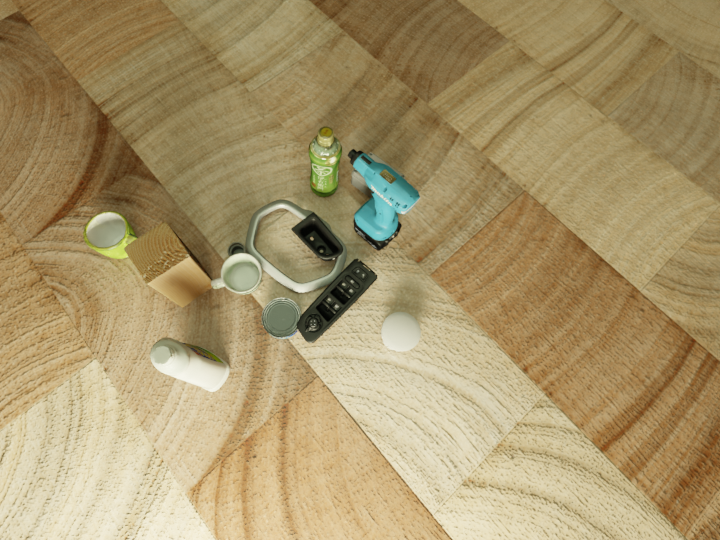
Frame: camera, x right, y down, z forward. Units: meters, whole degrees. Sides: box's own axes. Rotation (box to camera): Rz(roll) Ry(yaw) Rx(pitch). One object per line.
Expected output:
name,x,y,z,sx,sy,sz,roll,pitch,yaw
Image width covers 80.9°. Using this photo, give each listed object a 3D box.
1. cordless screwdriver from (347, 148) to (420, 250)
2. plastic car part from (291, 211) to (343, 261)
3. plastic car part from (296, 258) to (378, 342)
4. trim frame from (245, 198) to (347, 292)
cordless screwdriver,0.029,-0.145,0.886,0.163,0.245,0.074,44,74,10
plastic car part,-0.093,-0.061,0.948,0.065,0.070,0.120,-39,76,-14
plastic car part,-0.055,0.069,0.904,0.068,0.066,0.202,42,75,10
trim frame,-0.149,-0.059,0.970,0.254,0.027,0.183,36,74,12
